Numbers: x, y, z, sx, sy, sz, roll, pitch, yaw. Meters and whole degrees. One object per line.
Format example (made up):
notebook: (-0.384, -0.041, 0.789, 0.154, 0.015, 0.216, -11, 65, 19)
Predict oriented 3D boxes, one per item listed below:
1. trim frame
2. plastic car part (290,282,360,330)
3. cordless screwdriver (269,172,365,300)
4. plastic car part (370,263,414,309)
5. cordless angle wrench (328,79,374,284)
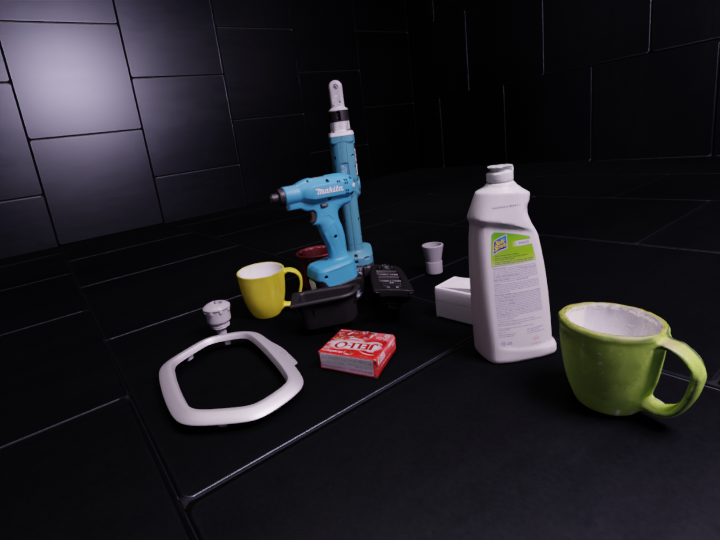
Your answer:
trim frame: (-0.183, 0.143, 0.595, 0.178, 0.027, 0.261, -18, 20, -28)
plastic car part: (-0.054, 0.067, 0.706, 0.117, 0.069, 0.067, -7, 15, 1)
cordless screwdriver: (-0.078, -0.051, 0.798, 0.155, 0.244, 0.078, -14, 15, -23)
plastic car part: (0.053, 0.031, 0.778, 0.067, 0.066, 0.206, -7, 17, 1)
cordless angle wrench: (-0.028, -0.178, 0.890, 0.075, 0.415, 0.099, -7, 14, 2)
